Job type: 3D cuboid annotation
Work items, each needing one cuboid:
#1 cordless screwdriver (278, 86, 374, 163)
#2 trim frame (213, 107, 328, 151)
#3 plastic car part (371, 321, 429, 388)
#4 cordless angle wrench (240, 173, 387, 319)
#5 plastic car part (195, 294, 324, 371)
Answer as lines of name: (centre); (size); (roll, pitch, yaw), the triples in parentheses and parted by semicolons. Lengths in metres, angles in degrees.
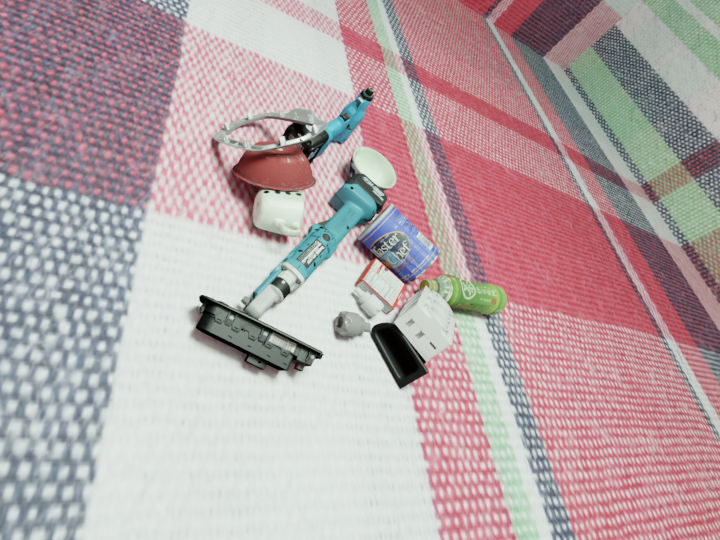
cordless screwdriver: (-0.067, -0.323, 0.942); (0.074, 0.161, 0.245); (47, 45, -2)
trim frame: (-0.177, -0.276, 0.816); (0.180, 0.026, 0.263); (-34, 40, -30)
plastic car part: (0.079, 0.142, 0.772); (0.068, 0.067, 0.121); (1, 54, -54)
cordless angle wrench: (-0.078, -0.051, 0.794); (0.097, 0.075, 0.420); (42, 46, -5)
plastic car part: (-0.160, 0.102, 0.628); (0.198, 0.068, 0.067); (34, 71, -13)
